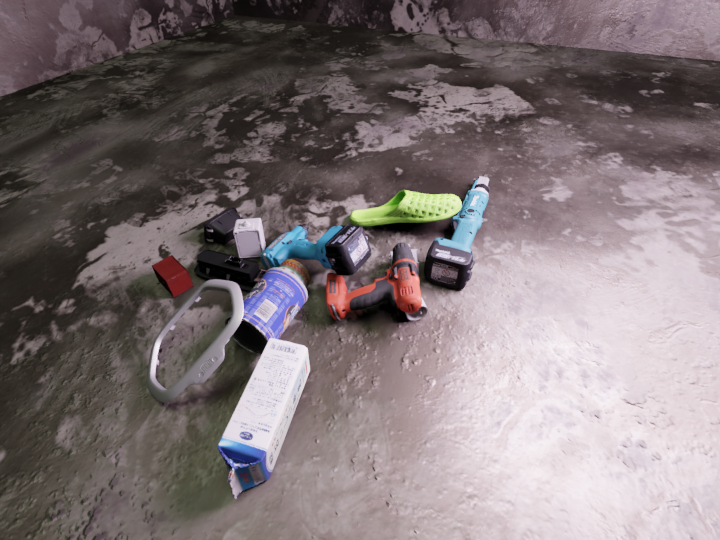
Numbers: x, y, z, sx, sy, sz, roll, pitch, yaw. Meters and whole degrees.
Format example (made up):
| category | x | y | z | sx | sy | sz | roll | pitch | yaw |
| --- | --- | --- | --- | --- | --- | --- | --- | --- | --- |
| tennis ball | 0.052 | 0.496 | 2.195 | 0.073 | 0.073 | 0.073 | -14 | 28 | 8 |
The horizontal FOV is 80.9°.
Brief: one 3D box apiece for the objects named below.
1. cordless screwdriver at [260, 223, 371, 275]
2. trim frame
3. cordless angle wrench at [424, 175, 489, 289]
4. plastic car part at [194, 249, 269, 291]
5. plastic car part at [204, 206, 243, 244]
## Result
| category | x | y | z | sx | sy | sz | roll | pitch | yaw |
| --- | --- | --- | --- | --- | --- | --- | --- | --- | --- |
| cordless screwdriver | -0.092 | -0.060 | 0.945 | 0.261 | 0.071 | 0.158 | 1 | 37 | 38 |
| trim frame | -0.304 | 0.121 | 0.770 | 0.248 | 0.026 | 0.195 | -48 | 45 | -2 |
| cordless angle wrench | 0.260 | -0.122 | 1.025 | 0.102 | 0.072 | 0.421 | 14 | 44 | 19 |
| plastic car part | -0.294 | -0.003 | 0.958 | 0.210 | 0.064 | 0.067 | 11 | 51 | 20 |
| plastic car part | -0.334 | -0.109 | 1.080 | 0.073 | 0.065 | 0.115 | 36 | 51 | 16 |
